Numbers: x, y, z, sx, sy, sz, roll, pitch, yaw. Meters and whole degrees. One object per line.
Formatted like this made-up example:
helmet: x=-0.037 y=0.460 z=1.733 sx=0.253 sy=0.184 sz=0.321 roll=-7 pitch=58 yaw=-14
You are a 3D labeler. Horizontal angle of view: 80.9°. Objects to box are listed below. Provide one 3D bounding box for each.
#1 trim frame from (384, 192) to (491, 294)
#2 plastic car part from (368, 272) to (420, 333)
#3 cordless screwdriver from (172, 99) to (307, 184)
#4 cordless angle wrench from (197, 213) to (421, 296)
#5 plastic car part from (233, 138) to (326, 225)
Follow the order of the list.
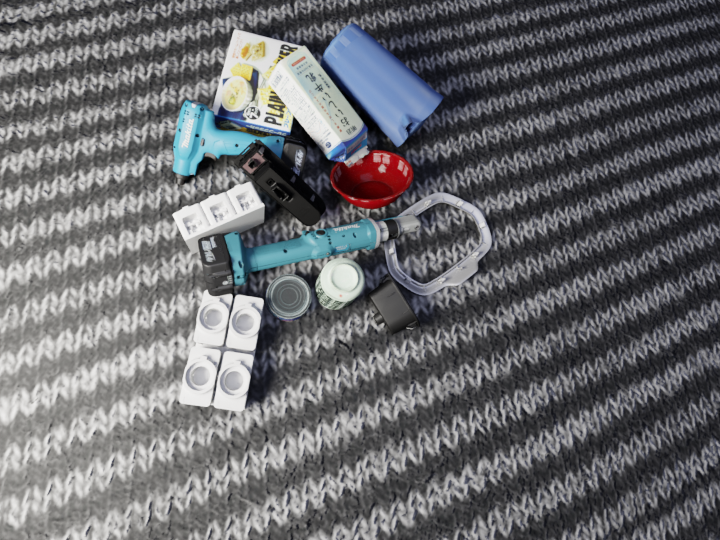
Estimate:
trim frame: x=0.159 y=-0.059 z=0.864 sx=0.245 sy=0.027 sz=0.187 roll=-34 pitch=82 yaw=-18
plastic car part: x=0.054 y=0.070 z=0.797 sx=0.071 sy=0.065 sz=0.118 roll=-28 pitch=83 yaw=-1
cordless screwdriver: x=-0.234 y=-0.213 z=0.818 sx=0.244 sy=0.076 sz=0.158 roll=16 pitch=111 yaw=-10
cordless angle wrench: x=-0.076 y=-0.050 z=0.779 sx=0.414 sy=0.072 sz=0.103 roll=-13 pitch=43 yaw=-16
plastic car part: x=-0.136 y=-0.147 z=0.777 sx=0.067 sy=0.070 sz=0.192 roll=-42 pitch=127 yaw=11
